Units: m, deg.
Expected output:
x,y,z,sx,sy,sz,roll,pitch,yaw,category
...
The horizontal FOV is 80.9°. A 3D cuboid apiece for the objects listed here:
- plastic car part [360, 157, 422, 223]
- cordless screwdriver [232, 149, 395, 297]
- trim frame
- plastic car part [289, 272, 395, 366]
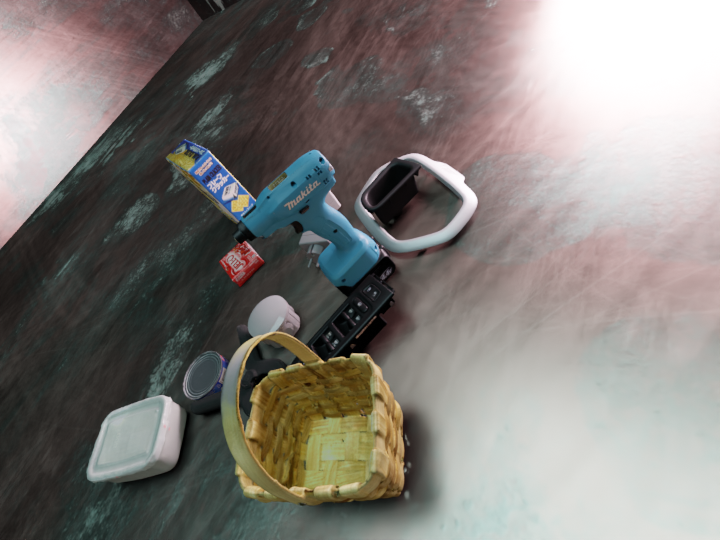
x,y,z,sx,sy,sz,roll,pitch,yaw,category
0.056,-0.130,0.737,0.116,0.067,0.070,-50,43,-9,plastic car part
-0.061,-0.040,0.624,0.159,0.235,0.078,-41,42,-1,cordless screwdriver
0.089,-0.123,0.738,0.184,0.026,0.262,-39,43,3,trim frame
-0.026,0.100,0.611,0.202,0.063,0.070,-45,42,-3,plastic car part
